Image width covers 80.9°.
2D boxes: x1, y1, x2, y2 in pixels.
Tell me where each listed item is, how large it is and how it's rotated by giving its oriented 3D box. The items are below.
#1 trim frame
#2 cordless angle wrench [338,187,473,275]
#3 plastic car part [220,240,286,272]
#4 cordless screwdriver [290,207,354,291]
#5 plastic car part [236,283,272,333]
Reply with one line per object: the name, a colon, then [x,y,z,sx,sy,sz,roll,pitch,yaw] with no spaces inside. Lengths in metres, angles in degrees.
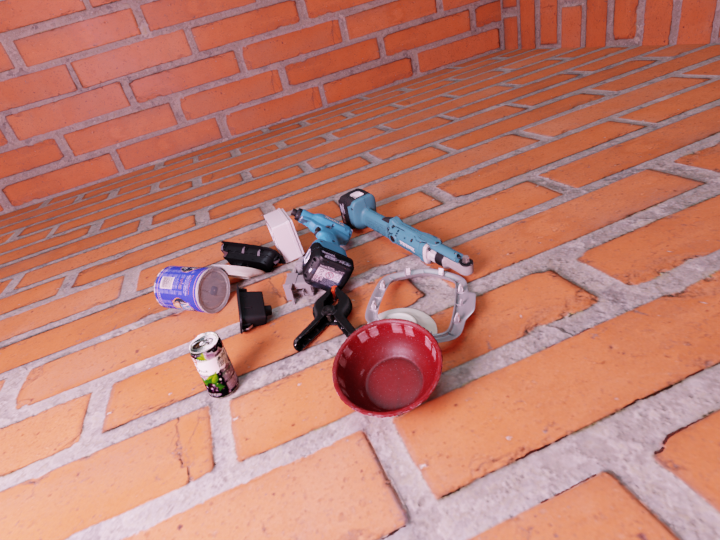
trim frame: [0.110,0.053,0.764,0.190,0.027,0.247,4,28,18]
cordless angle wrench: [0.093,-0.087,0.976,0.073,0.094,0.448,-28,36,-21]
plastic car part: [-0.286,-0.033,1.084,0.212,0.063,0.067,5,45,31]
cordless screwdriver: [-0.094,-0.061,0.961,0.155,0.074,0.255,23,27,-14]
plastic car part: [-0.221,0.082,0.879,0.069,0.064,0.122,-9,31,-17]
